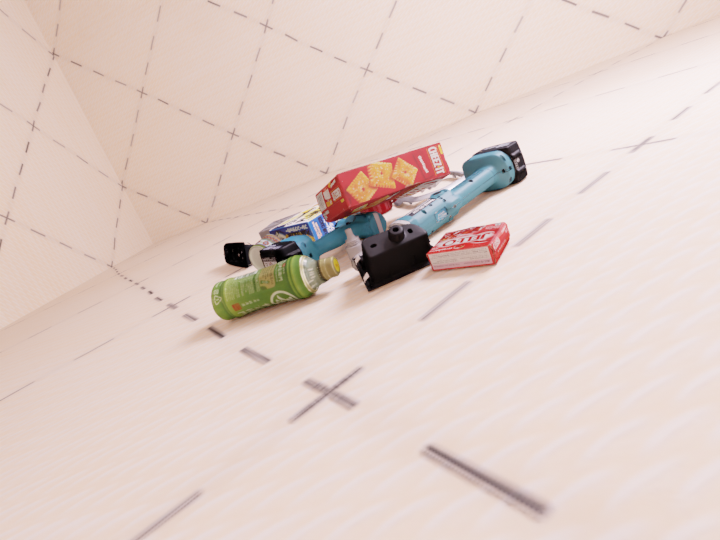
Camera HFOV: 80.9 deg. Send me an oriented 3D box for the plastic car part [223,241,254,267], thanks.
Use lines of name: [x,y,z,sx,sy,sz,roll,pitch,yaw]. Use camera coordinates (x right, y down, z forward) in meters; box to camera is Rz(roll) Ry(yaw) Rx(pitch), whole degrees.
plastic car part: [-0.328,-0.050,1.160,0.065,0.065,0.212,-21,14,-34]

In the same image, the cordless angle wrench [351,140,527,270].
cordless angle wrench: [0.144,-0.113,0.748,0.415,0.072,0.102,-36,20,-28]

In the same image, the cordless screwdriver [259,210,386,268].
cordless screwdriver: [-0.084,-0.055,0.857,0.243,0.073,0.166,-28,17,-27]

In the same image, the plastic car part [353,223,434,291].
plastic car part: [0.047,-0.032,0.598,0.117,0.067,0.069,-24,50,1]

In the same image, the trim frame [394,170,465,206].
trim frame: [0.170,-0.203,1.040,0.184,0.027,0.255,-23,19,0]
